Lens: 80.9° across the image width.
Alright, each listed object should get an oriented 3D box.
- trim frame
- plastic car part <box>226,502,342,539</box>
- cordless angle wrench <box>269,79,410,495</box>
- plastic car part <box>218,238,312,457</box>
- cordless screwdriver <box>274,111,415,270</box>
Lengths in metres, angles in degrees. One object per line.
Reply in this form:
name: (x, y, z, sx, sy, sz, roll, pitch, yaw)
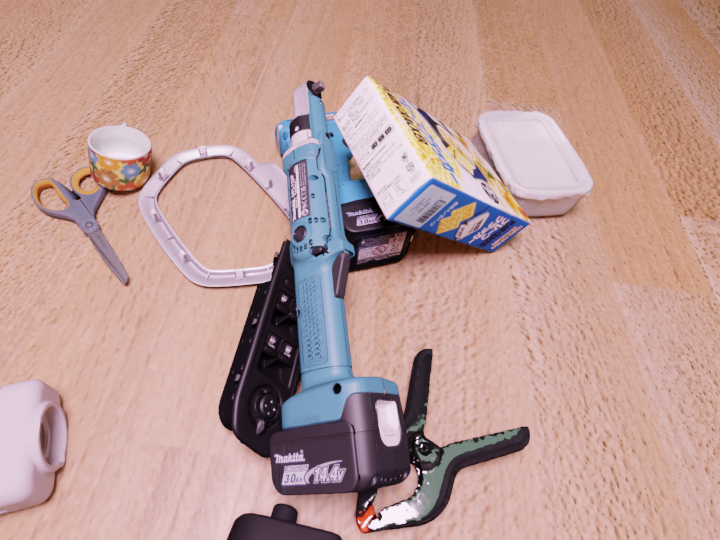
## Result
trim frame: (-0.170, -0.081, 0.536, 0.180, 0.027, 0.260, -32, 62, -24)
plastic car part: (-0.059, 0.221, 0.322, 0.118, 0.064, 0.072, 13, 41, 7)
cordless angle wrench: (-0.041, -0.027, 0.417, 0.101, 0.070, 0.436, -24, 60, 29)
plastic car part: (-0.091, 0.069, 0.415, 0.069, 0.063, 0.208, -17, 47, 28)
cordless screwdriver: (-0.003, -0.125, 0.553, 0.156, 0.072, 0.261, -16, 55, -16)
